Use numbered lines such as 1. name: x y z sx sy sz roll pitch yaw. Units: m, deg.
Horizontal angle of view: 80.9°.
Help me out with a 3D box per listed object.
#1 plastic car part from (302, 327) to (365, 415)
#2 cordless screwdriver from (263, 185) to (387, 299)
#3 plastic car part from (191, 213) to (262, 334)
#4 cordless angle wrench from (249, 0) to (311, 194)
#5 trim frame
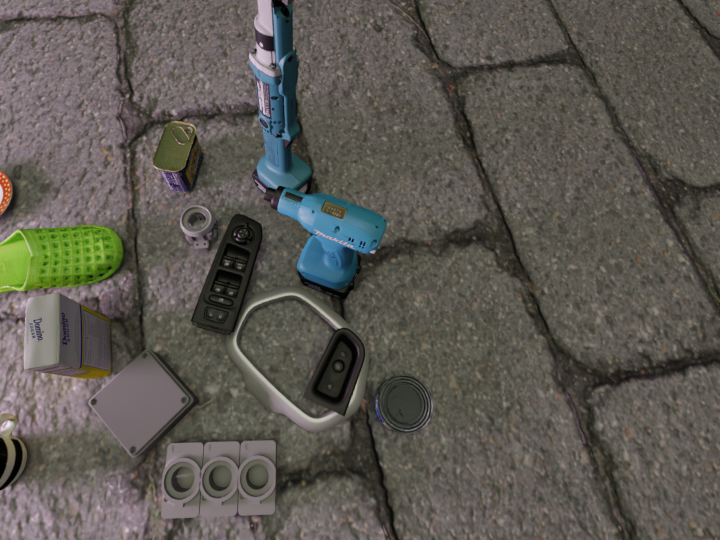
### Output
1. plastic car part: -0.035 0.153 0.649 0.067 0.070 0.117 23 70 2
2. cordless screwdriver: -0.061 -0.040 0.629 0.160 0.246 0.075 23 70 1
3. plastic car part: -0.210 0.005 0.699 0.066 0.066 0.206 12 69 -1
4. cordless angle wrench: -0.117 -0.224 0.605 0.100 0.418 0.074 43 71 7
5. trim frame: -0.101 0.134 0.676 0.254 0.027 0.183 39 72 11
